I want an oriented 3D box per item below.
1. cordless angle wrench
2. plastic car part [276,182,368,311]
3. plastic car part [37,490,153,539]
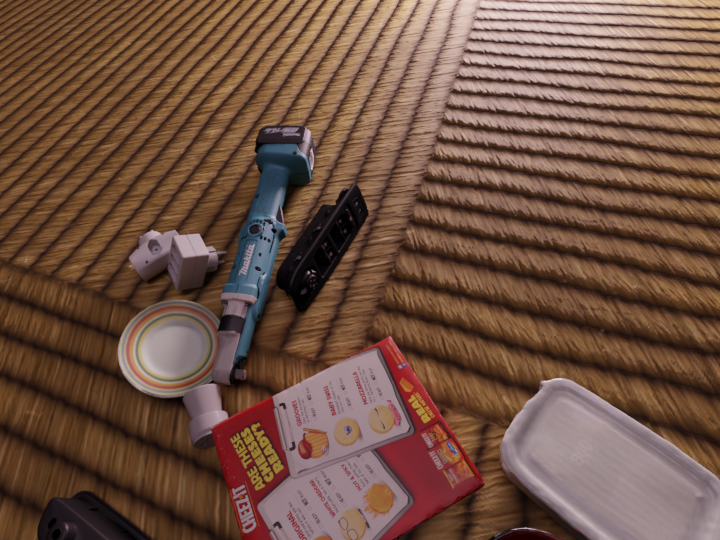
[{"bbox_3d":[-0.146,-0.046,0.619,0.100,0.071,0.432,2,57,8],"label":"cordless angle wrench"},{"bbox_3d":[-0.059,-0.039,0.604,0.070,0.063,0.204,10,56,25],"label":"plastic car part"},{"bbox_3d":[-0.269,0.263,0.409,0.121,0.068,0.066,24,58,19],"label":"plastic car part"}]
